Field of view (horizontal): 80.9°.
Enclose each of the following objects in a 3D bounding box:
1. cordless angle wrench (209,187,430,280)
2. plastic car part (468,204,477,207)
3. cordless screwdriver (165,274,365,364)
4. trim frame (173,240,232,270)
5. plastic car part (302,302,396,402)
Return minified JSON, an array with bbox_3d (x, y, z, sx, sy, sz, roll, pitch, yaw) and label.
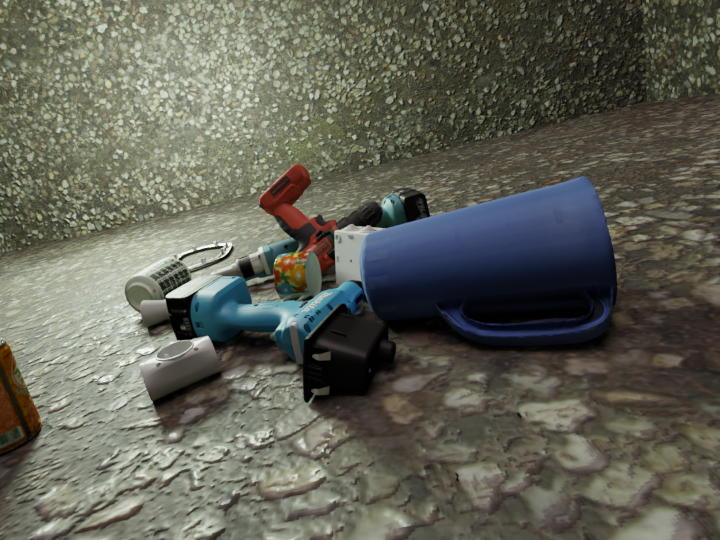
[{"bbox_3d":[-0.078,-0.051,0.798,0.420,0.095,0.077,-19,19,-6],"label":"cordless angle wrench"},{"bbox_3d":[0.206,-0.072,0.699,0.066,0.065,0.209,-8,20,-7],"label":"plastic car part"},{"bbox_3d":[-0.124,0.047,0.561,0.260,0.073,0.156,1,22,29],"label":"cordless screwdriver"},{"bbox_3d":[-0.432,-0.038,1.110,0.184,0.027,0.255,-16,20,-3],"label":"trim frame"},{"bbox_3d":[-0.003,0.077,0.416,0.074,0.065,0.114,10,21,20],"label":"plastic car part"}]
